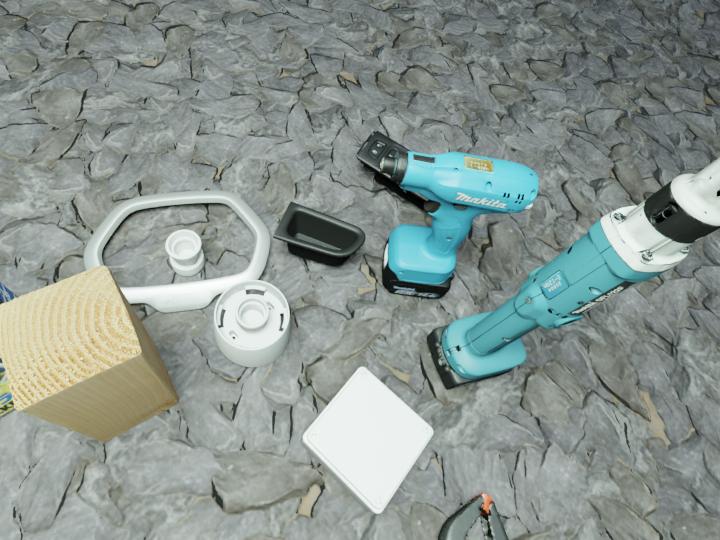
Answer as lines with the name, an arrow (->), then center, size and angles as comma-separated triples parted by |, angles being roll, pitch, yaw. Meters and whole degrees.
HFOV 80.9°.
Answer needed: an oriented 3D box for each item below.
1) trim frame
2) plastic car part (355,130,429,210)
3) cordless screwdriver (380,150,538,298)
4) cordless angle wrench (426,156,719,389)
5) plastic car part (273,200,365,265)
trim frame -> -0.250, -0.033, 0.588 | 0.244, 0.027, 0.191 | -7, 62, -13
plastic car part -> 0.087, -0.139, 0.679 | 0.207, 0.066, 0.066 | 32, 60, 9
cordless screwdriver -> 0.078, -0.052, 0.524 | 0.158, 0.246, 0.076 | 11, 61, -7
cordless angle wrench -> 0.182, 0.024, 0.396 | 0.096, 0.418, 0.077 | -8, 65, -18
plastic car part -> -0.058, -0.038, 0.596 | 0.117, 0.070, 0.066 | 21, 59, 2
